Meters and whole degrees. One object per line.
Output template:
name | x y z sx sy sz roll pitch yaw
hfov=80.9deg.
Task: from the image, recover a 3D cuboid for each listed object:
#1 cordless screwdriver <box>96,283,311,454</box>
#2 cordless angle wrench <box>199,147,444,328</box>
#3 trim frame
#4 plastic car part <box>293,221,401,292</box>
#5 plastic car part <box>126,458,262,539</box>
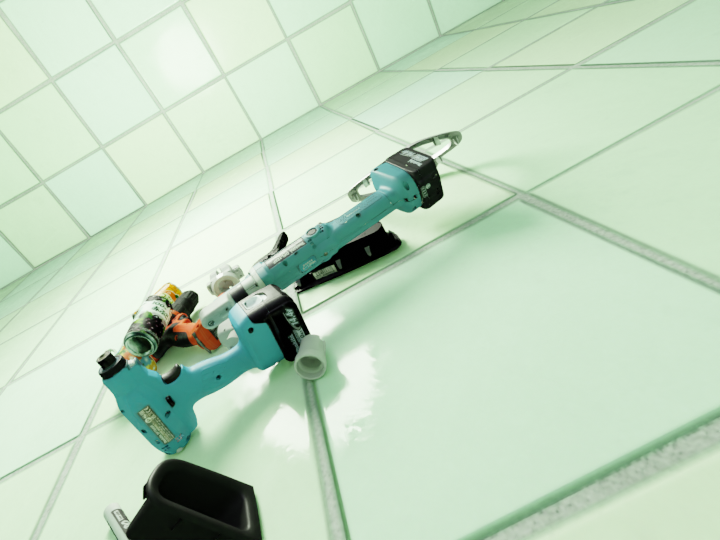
cordless screwdriver | -0.195 0.107 0.552 0.246 0.153 0.078 -36 26 -15
cordless angle wrench | -0.064 -0.042 0.652 0.420 0.071 0.103 -36 38 -8
trim frame | 0.081 -0.189 0.804 0.254 0.028 0.177 -31 -8 36
plastic car part | -0.031 -0.032 0.724 0.207 0.065 0.067 -19 21 16
plastic car part | -0.157 0.227 0.383 0.071 0.111 0.069 -54 26 4
